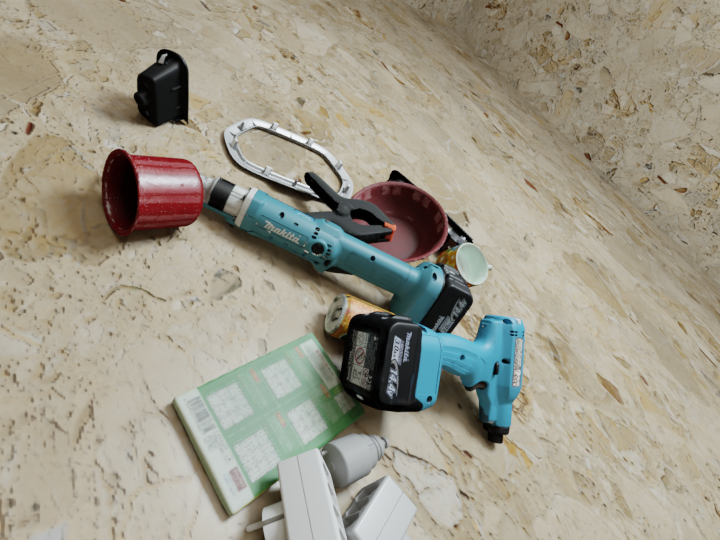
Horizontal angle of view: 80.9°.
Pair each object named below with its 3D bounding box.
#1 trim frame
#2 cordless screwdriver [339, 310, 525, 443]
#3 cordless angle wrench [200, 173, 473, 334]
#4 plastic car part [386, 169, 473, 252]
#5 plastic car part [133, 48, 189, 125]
[{"bbox_3d":[-0.117,-0.194,0.736,0.238,0.028,0.191,19,42,-25],"label":"trim frame"},{"bbox_3d":[0.098,0.128,0.495,0.237,0.077,0.160,8,85,-31],"label":"cordless screwdriver"},{"bbox_3d":[-0.055,-0.036,0.566,0.417,0.097,0.076,26,21,-7],"label":"cordless angle wrench"},{"bbox_3d":[0.109,-0.100,0.793,0.066,0.065,0.209,-31,73,-24],"label":"plastic car part"},{"bbox_3d":[-0.290,-0.254,0.604,0.066,0.117,0.070,39,61,-2],"label":"plastic car part"}]
